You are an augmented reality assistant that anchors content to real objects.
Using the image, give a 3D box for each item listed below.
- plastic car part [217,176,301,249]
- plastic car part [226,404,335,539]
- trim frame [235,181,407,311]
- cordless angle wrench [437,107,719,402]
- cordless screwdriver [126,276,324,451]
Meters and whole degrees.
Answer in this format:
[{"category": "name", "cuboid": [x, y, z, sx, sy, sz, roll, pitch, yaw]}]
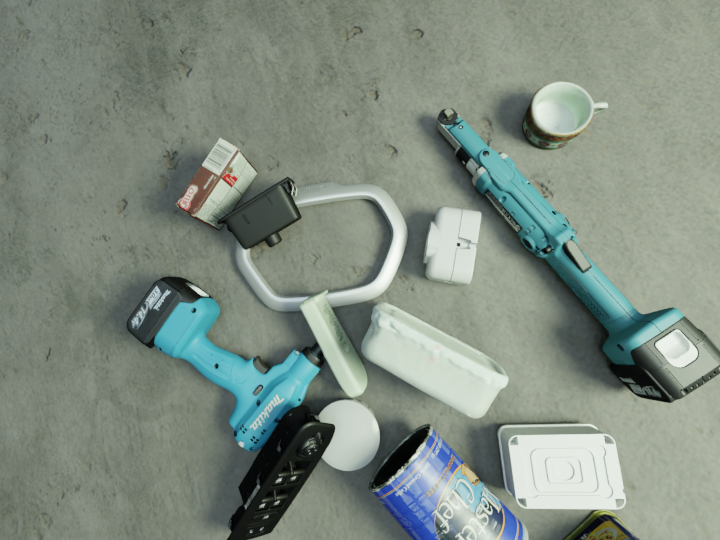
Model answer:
[{"category": "plastic car part", "cuboid": [-0.128, -0.070, 0.583, 0.117, 0.066, 0.071, -33, 92, 5]}, {"category": "plastic car part", "cuboid": [-0.098, 0.241, 0.515, 0.203, 0.063, 0.070, -56, 37, 20]}, {"category": "trim frame", "cuboid": [-0.059, -0.038, 0.600, 0.252, 0.027, 0.187, -10, 79, 9]}, {"category": "cordless angle wrench", "cuboid": [0.232, -0.048, 0.528, 0.074, 0.095, 0.437, -35, 72, 0]}, {"category": "cordless screwdriver", "cuboid": [-0.178, 0.098, 0.572, 0.254, 0.073, 0.159, 39, 87, 10]}]
